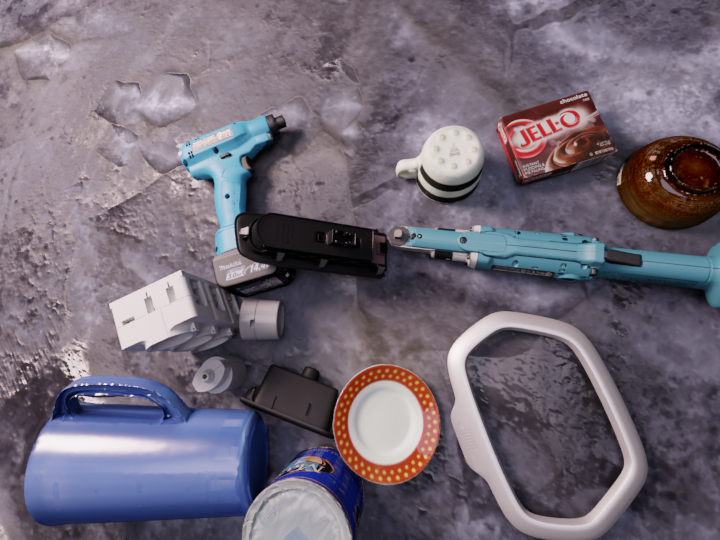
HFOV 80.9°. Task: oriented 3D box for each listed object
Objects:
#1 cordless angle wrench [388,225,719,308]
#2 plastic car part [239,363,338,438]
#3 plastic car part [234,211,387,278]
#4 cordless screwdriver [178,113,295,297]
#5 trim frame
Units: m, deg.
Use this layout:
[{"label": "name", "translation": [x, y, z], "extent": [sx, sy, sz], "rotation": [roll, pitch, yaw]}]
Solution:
[{"label": "cordless angle wrench", "translation": [0.245, -0.016, 0.489], "extent": [0.435, 0.094, 0.075], "rotation": [7, 80, 16]}, {"label": "plastic car part", "translation": [-0.078, 0.153, 0.520], "extent": [0.119, 0.064, 0.072], "rotation": [14, 66, 8]}, {"label": "plastic car part", "translation": [-0.050, -0.032, 0.508], "extent": [0.197, 0.069, 0.067], "rotation": [6, 83, -18]}, {"label": "cordless screwdriver", "translation": [-0.148, -0.098, 0.582], "extent": [0.160, 0.072, 0.256], "rotation": [-22, 71, 4]}, {"label": "trim frame", "translation": [0.201, 0.168, 0.479], "extent": [0.185, 0.027, 0.254], "rotation": [-21, 76, 4]}]
